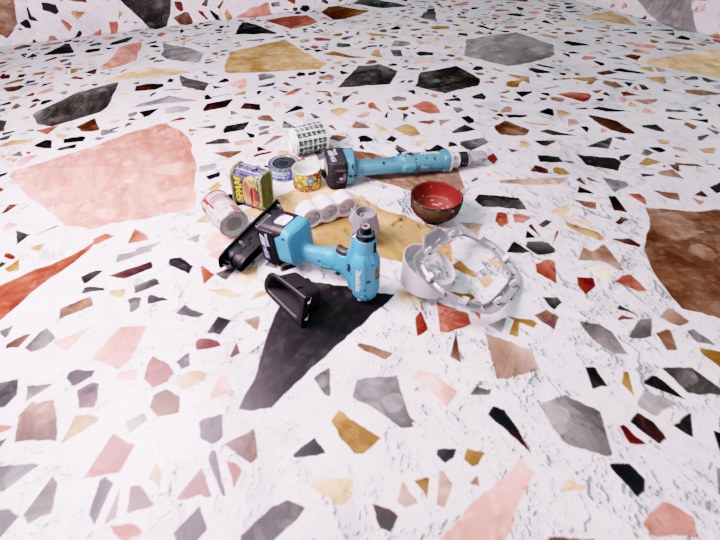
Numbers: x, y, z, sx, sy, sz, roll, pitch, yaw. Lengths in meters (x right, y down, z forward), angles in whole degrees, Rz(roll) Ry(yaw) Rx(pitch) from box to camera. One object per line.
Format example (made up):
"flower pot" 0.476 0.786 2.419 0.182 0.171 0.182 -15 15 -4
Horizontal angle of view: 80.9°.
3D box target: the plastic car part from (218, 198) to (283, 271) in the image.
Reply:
"plastic car part" -0.217 -0.064 0.880 0.068 0.066 0.201 39 51 3

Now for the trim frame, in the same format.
"trim frame" 0.198 -0.011 0.774 0.192 0.027 0.242 39 45 21

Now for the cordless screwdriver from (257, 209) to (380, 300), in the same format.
"cordless screwdriver" -0.077 -0.050 0.783 0.261 0.154 0.073 23 47 26

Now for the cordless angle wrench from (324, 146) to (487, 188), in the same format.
"cordless angle wrench" 0.121 -0.275 1.078 0.419 0.072 0.102 -6 43 -6

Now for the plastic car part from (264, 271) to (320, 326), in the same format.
"plastic car part" -0.116 0.036 0.769 0.068 0.065 0.123 -16 39 -38
